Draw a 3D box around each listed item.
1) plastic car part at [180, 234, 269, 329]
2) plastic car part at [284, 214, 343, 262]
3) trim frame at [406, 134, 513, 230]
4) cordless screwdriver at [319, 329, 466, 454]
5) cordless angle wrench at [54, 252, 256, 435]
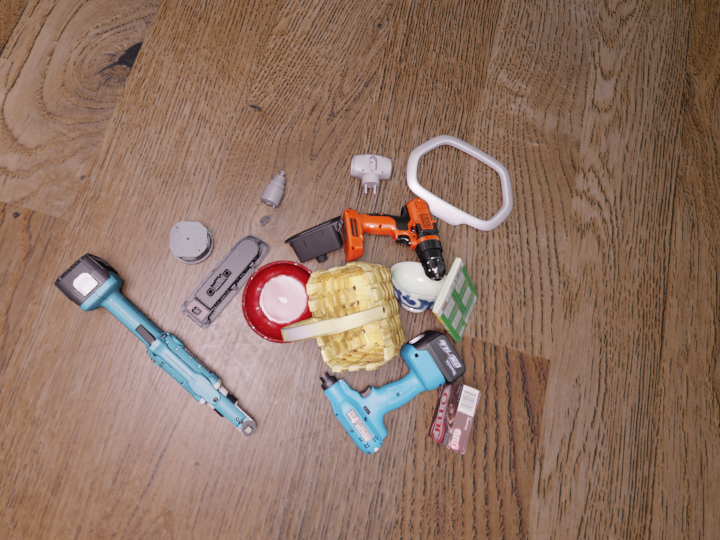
[{"bbox_3d":[-0.254,0.010,0.796,0.067,0.066,0.202,36,74,6],"label":"plastic car part"},{"bbox_3d":[-0.081,-0.053,0.824,0.118,0.066,0.070,-24,99,13],"label":"plastic car part"},{"bbox_3d":[0.215,-0.189,0.910,0.247,0.027,0.184,28,75,-2],"label":"trim frame"},{"bbox_3d":[0.057,0.198,0.786,0.247,0.074,0.161,-36,85,-9],"label":"cordless screwdriver"},{"bbox_3d":[-0.344,0.141,0.747,0.422,0.099,0.074,43,76,-2],"label":"cordless angle wrench"}]
